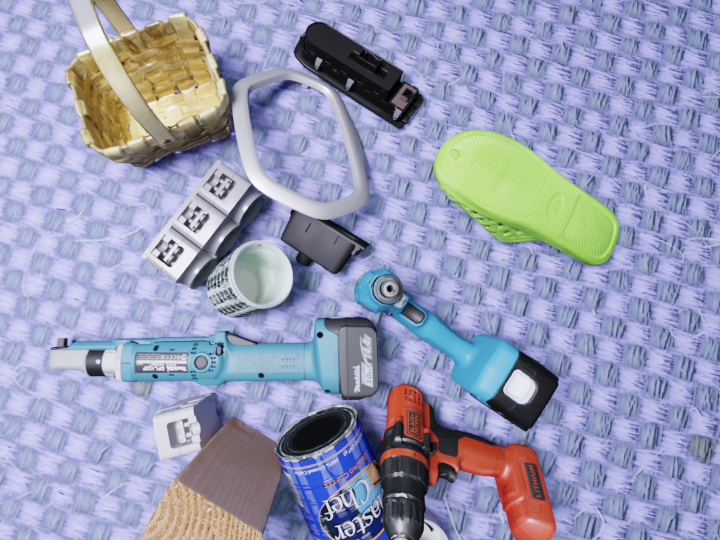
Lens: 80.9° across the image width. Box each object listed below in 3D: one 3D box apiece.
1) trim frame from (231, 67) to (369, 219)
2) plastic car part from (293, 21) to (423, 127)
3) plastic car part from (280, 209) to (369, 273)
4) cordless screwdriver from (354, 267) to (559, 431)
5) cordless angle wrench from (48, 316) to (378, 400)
[{"bbox_3d":[-0.073,-0.173,0.553,0.178,0.027,0.257,-4,63,-26],"label":"trim frame"},{"bbox_3d":[-0.008,-0.283,0.593,0.207,0.066,0.066,34,83,9],"label":"plastic car part"},{"bbox_3d":[-0.055,-0.036,0.563,0.118,0.065,0.071,29,98,7],"label":"plastic car part"},{"bbox_3d":[0.103,0.080,0.488,0.251,0.158,0.074,35,84,2],"label":"cordless screwdriver"},{"bbox_3d":[-0.192,0.112,0.539,0.426,0.073,0.099,-1,83,4],"label":"cordless angle wrench"}]
